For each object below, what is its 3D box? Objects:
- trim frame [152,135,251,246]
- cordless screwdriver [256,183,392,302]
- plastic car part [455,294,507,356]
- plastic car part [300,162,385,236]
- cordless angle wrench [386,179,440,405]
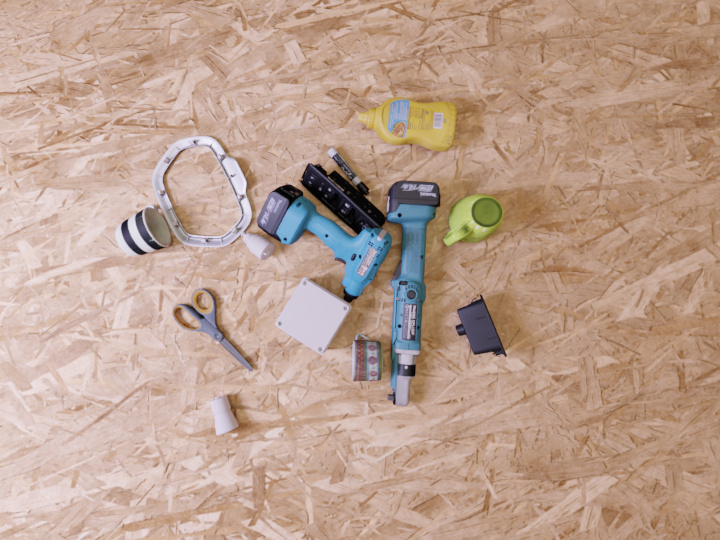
[{"bbox_3d":[-0.328,-0.164,0.874,0.184,0.027,0.252,-26,81,-2],"label":"trim frame"},{"bbox_3d":[-0.080,-0.052,0.817,0.253,0.074,0.158,29,116,7],"label":"cordless screwdriver"},{"bbox_3d":[0.221,0.112,0.803,0.072,0.064,0.118,-25,81,12],"label":"plastic car part"},{"bbox_3d":[-0.026,-0.136,0.841,0.206,0.066,0.066,46,48,8],"label":"plastic car part"},{"bbox_3d":[0.091,0.043,0.810,0.098,0.074,0.424,4,86,1],"label":"cordless angle wrench"}]
